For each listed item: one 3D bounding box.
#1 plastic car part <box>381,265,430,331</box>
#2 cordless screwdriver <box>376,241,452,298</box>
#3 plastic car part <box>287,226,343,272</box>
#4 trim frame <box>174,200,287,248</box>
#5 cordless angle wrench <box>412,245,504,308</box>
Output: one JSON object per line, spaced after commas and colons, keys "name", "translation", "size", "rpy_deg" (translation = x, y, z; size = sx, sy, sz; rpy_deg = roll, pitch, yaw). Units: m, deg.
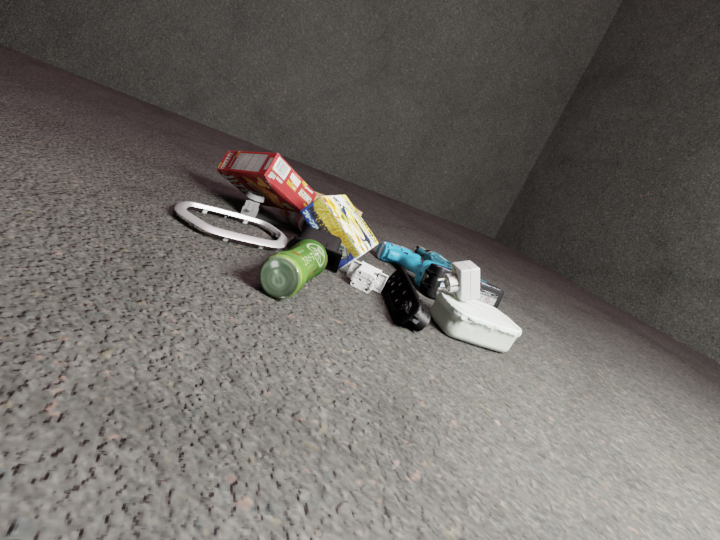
{"name": "plastic car part", "translation": [0.087, 0.061, 0.809], "size": [0.066, 0.067, 0.206], "rpy_deg": [48, 9, -13]}
{"name": "cordless screwdriver", "translation": [0.167, -0.003, 1.106], "size": [0.151, 0.074, 0.262], "rpy_deg": [14, 14, -34]}
{"name": "plastic car part", "translation": [-0.087, -0.057, 0.885], "size": [0.118, 0.065, 0.071], "rpy_deg": [25, 50, 7]}
{"name": "trim frame", "translation": [-0.262, -0.094, 0.877], "size": [0.236, 0.027, 0.195], "rpy_deg": [10, 21, -35]}
{"name": "cordless angle wrench", "translation": [0.250, 0.002, 1.217], "size": [0.095, 0.074, 0.438], "rpy_deg": [19, 13, -20]}
